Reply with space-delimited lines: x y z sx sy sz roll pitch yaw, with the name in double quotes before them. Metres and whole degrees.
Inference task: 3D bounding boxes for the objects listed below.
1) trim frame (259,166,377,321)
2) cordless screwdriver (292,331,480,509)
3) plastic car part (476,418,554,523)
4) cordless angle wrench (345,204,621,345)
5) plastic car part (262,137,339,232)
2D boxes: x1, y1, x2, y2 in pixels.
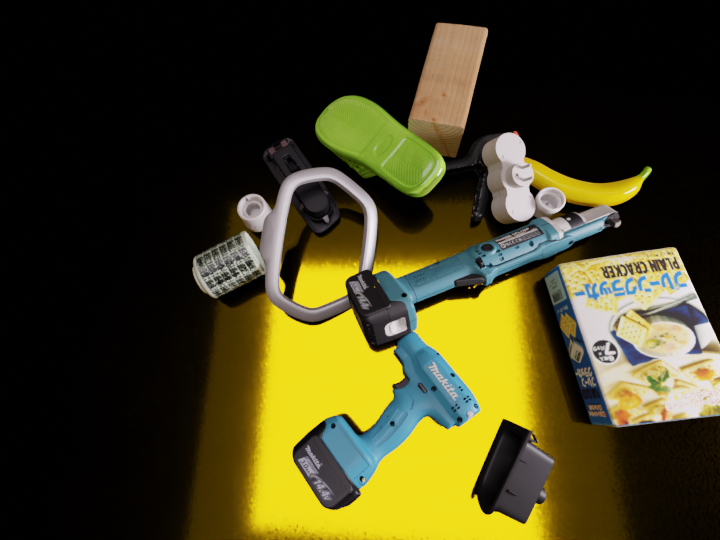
"trim frame" -0.066 -0.043 0.675 0.181 0.028 0.249 8 87 -10
"cordless screwdriver" 0.019 0.196 0.590 0.247 0.071 0.167 -34 61 -8
"plastic car part" 0.206 0.267 0.546 0.071 0.066 0.117 27 79 -1
"cordless angle wrench" 0.188 -0.014 0.634 0.421 0.071 0.103 -22 43 -4
"plastic car part" -0.104 -0.160 0.743 0.066 0.065 0.209 -29 72 -11
